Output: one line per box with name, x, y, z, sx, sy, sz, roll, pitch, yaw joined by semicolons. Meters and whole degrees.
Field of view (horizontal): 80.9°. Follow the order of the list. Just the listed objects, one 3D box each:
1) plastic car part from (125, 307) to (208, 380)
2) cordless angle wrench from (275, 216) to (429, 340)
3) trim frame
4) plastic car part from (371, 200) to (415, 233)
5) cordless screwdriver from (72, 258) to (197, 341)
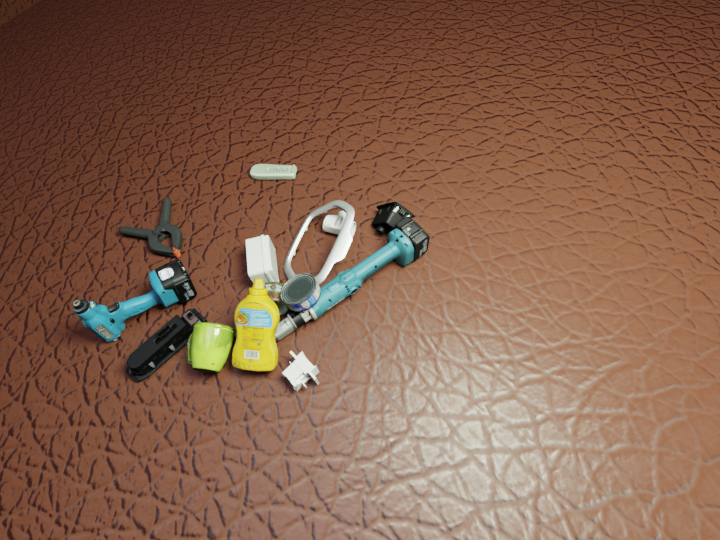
plastic car part;-0.448;0.165;0.963;0.069;0.065;0.201;38;71;18
cordless angle wrench;-0.029;0.029;0.974;0.419;0.094;0.078;-35;64;-10
trim frame;-0.101;-0.066;1.032;0.194;0.026;0.249;8;66;43
plastic car part;0.069;-0.126;1.061;0.071;0.064;0.120;-60;21;-13
cordless screwdriver;-0.519;0.061;0.983;0.246;0.153;0.078;-31;60;-15
